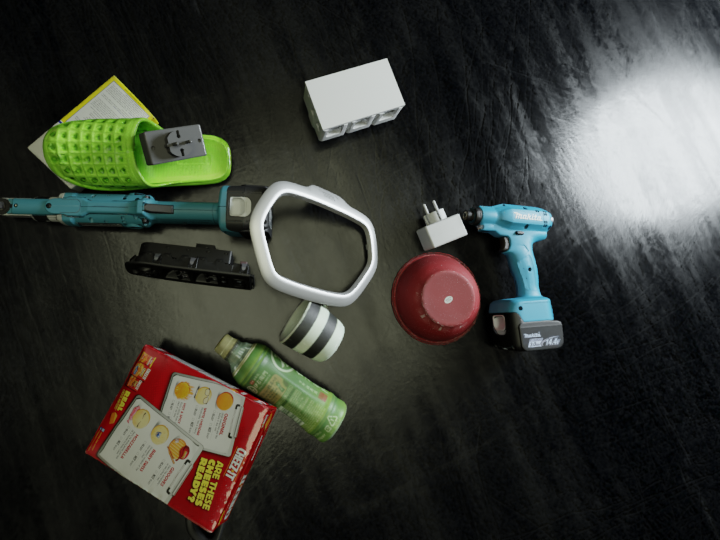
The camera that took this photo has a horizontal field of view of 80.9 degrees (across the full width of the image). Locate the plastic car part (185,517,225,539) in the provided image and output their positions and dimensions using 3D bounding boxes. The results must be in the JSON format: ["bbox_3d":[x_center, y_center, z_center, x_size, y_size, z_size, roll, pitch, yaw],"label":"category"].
[{"bbox_3d":[-0.212,0.334,0.630,0.067,0.069,0.118,7,70,9],"label":"plastic car part"}]

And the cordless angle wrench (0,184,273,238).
[{"bbox_3d":[-0.353,-0.094,0.667,0.421,0.098,0.075,1,85,-2],"label":"cordless angle wrench"}]

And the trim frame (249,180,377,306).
[{"bbox_3d":[-0.065,-0.043,0.666,0.236,0.029,0.186,18,75,-33],"label":"trim frame"}]

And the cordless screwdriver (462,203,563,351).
[{"bbox_3d":[0.252,0.008,0.718,0.155,0.075,0.251,3,79,-15],"label":"cordless screwdriver"}]

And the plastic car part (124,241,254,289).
[{"bbox_3d":[-0.270,-0.011,0.673,0.201,0.066,0.068,3,74,-7],"label":"plastic car part"}]
